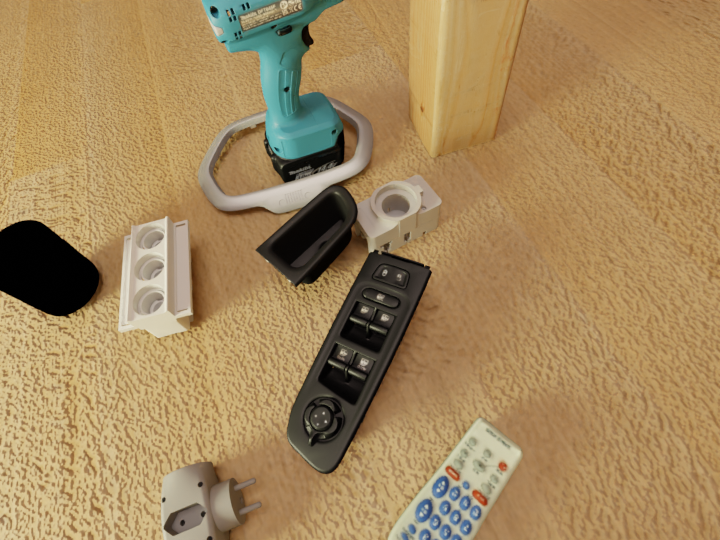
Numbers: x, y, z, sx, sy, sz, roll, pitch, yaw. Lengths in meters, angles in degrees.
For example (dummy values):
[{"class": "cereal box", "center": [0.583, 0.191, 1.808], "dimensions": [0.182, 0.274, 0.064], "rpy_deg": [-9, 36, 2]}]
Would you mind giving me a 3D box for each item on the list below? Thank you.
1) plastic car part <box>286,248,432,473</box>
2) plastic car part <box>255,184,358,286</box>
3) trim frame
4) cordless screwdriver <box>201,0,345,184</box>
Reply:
[{"class": "plastic car part", "center": [-0.002, 0.081, 0.398], "dimensions": [0.069, 0.064, 0.203], "rpy_deg": [21, 66, 19]}, {"class": "plastic car part", "center": [-0.046, -0.030, 0.468], "dimensions": [0.069, 0.068, 0.116], "rpy_deg": [38, 73, 25]}, {"class": "trim frame", "center": [-0.104, -0.161, 0.579], "dimensions": [0.249, 0.026, 0.191], "rpy_deg": [-16, 59, 1]}, {"class": "cordless screwdriver", "center": [-0.059, -0.217, 0.479], "dimensions": [0.158, 0.239, 0.077], "rpy_deg": [-22, 61, -6]}]
